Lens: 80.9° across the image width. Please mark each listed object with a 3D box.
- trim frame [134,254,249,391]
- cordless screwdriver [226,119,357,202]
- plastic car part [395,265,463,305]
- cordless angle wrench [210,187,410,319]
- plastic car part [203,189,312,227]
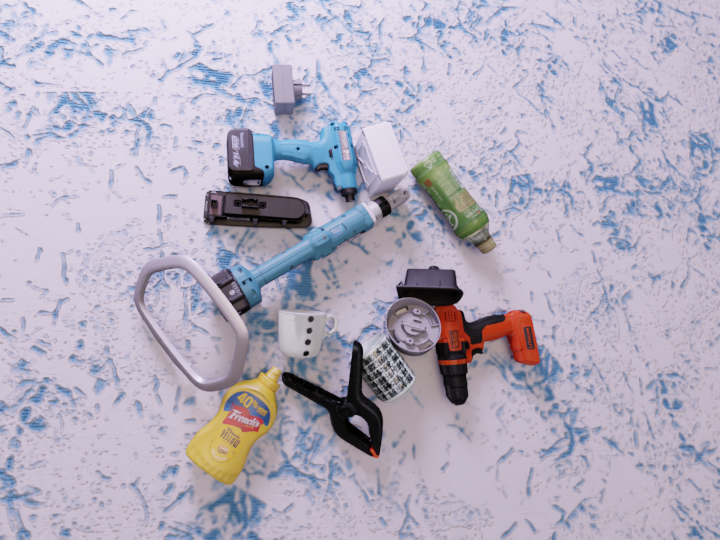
[{"bbox_3d":[-0.280,0.086,0.693,0.186,0.027,0.251,-43,84,23],"label":"trim frame"},{"bbox_3d":[-0.126,-0.197,0.803,0.243,0.075,0.161,-8,82,-15],"label":"cordless screwdriver"},{"bbox_3d":[0.130,0.024,0.793,0.119,0.063,0.072,-4,51,15],"label":"plastic car part"},{"bbox_3d":[-0.076,-0.050,0.775,0.417,0.098,0.075,-32,86,-17],"label":"cordless angle wrench"},{"bbox_3d":[-0.187,-0.118,0.785,0.199,0.067,0.067,4,73,-11],"label":"plastic car part"}]
